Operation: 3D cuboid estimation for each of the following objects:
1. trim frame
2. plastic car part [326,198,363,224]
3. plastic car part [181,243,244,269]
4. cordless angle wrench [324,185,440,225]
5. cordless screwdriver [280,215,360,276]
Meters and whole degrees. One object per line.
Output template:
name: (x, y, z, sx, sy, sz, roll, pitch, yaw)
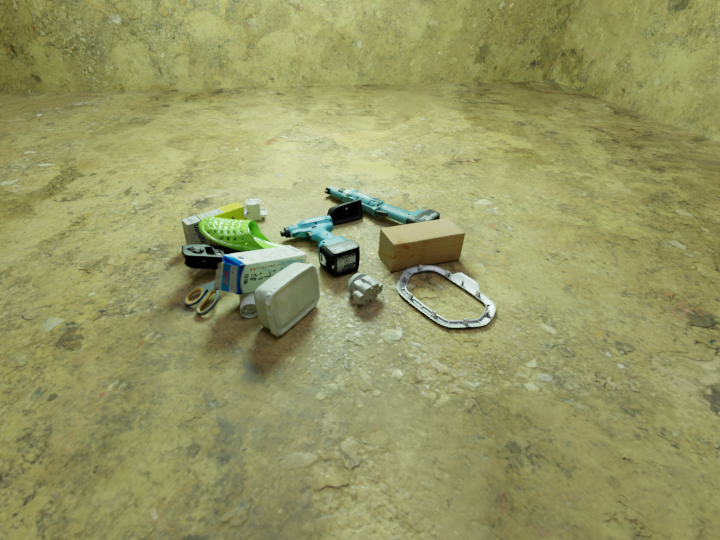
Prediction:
trim frame: (0.204, 0.055, 1.030, 0.179, 0.027, 0.263, -22, 40, -30)
plastic car part: (-0.059, -0.188, 1.345, 0.114, 0.064, 0.074, -17, 24, -19)
plastic car part: (-0.366, -0.032, 1.090, 0.193, 0.067, 0.070, 7, 34, -38)
cordless angle wrench: (0.048, -0.204, 1.356, 0.447, 0.072, 0.095, 27, 42, 35)
cordless screwdriver: (-0.114, -0.075, 1.170, 0.155, 0.072, 0.263, -15, 35, -21)
